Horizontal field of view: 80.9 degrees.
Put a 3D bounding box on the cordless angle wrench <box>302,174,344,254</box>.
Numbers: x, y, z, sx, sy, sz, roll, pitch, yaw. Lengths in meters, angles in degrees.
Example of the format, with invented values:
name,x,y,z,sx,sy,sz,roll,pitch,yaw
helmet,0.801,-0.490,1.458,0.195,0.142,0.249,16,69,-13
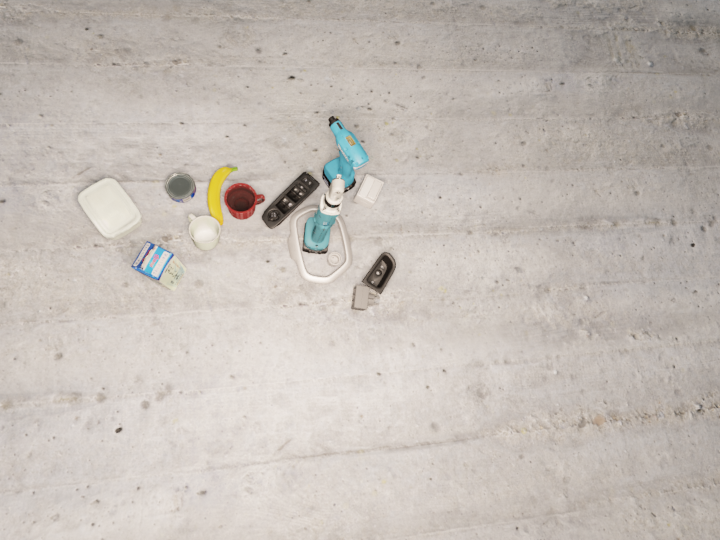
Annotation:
name,x,y,z,sx,sy,sz,roll,pitch,yaw
cordless angle wrench,-0.091,-0.134,1.072,0.073,0.424,0.099,7,77,-11

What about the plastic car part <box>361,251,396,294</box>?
name,x,y,z,sx,sy,sz,roll,pitch,yaw
plastic car part,0.055,0.009,1.236,0.066,0.071,0.116,34,73,-1

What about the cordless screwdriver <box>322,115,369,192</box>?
name,x,y,z,sx,sy,sz,roll,pitch,yaw
cordless screwdriver,-0.060,-0.324,1.218,0.073,0.249,0.161,-30,85,-17

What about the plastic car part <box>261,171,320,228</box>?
name,x,y,z,sx,sy,sz,roll,pitch,yaw
plastic car part,-0.213,-0.202,1.260,0.067,0.067,0.202,42,74,2

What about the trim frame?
name,x,y,z,sx,sy,sz,roll,pitch,yaw
trim frame,-0.123,-0.081,1.259,0.181,0.027,0.253,-11,77,-10
